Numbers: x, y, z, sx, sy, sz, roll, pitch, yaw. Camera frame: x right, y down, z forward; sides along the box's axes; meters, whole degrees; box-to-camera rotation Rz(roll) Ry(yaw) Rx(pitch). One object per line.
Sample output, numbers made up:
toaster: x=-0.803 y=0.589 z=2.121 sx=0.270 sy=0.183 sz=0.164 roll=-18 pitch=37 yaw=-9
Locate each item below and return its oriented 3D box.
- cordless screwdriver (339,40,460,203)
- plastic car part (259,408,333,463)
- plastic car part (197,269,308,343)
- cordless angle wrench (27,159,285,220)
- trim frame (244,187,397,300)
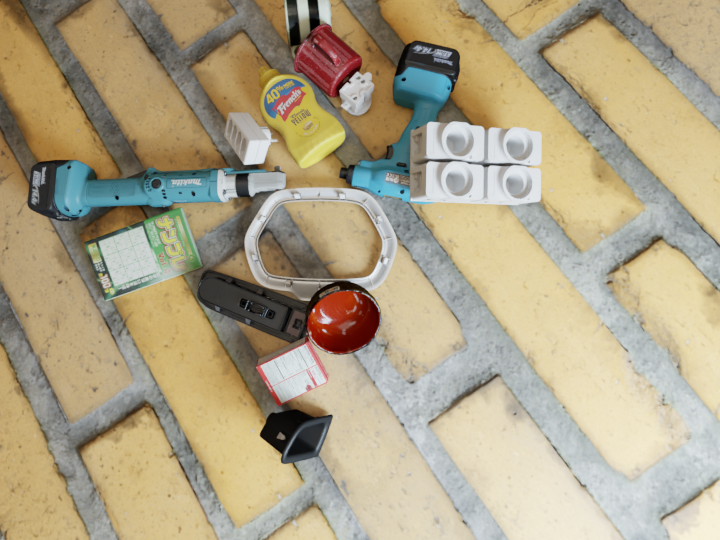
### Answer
cordless screwdriver: x=0.066 y=-0.239 z=0.688 sx=0.162 sy=0.073 sz=0.249 roll=12 pitch=85 yaw=8
plastic car part: x=-0.100 y=0.229 z=0.608 sx=0.074 sy=0.110 sz=0.066 roll=17 pitch=82 yaw=29
plastic car part: x=-0.175 y=0.057 z=0.668 sx=0.208 sy=0.065 sz=0.066 roll=20 pitch=90 yaw=12
cordless angle wrench: x=-0.337 y=-0.141 z=0.718 sx=0.426 sy=0.073 sz=0.099 roll=-2 pitch=81 yaw=4
trim frame: x=-0.067 y=-0.044 z=0.683 sx=0.250 sy=0.027 sz=0.185 roll=2 pitch=87 yaw=5
